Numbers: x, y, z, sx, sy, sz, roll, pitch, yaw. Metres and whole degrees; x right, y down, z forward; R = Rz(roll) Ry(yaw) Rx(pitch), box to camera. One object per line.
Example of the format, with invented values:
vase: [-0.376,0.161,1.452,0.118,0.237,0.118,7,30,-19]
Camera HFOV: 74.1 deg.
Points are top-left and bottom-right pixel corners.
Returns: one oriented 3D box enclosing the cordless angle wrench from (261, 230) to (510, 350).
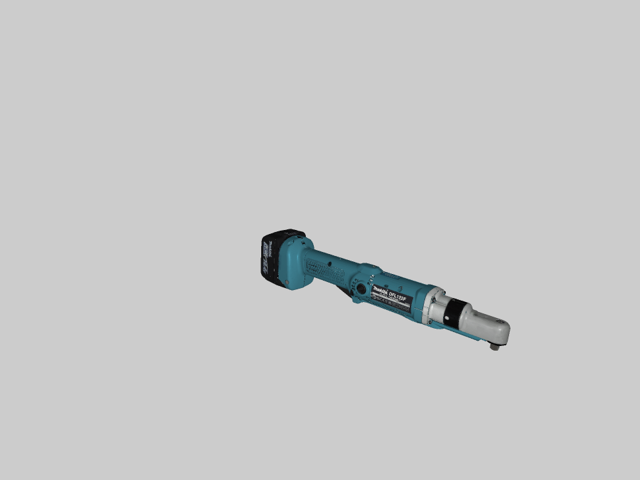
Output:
cordless angle wrench: [0.077,0.071,0.666,0.423,0.098,0.074,16,21,36]
